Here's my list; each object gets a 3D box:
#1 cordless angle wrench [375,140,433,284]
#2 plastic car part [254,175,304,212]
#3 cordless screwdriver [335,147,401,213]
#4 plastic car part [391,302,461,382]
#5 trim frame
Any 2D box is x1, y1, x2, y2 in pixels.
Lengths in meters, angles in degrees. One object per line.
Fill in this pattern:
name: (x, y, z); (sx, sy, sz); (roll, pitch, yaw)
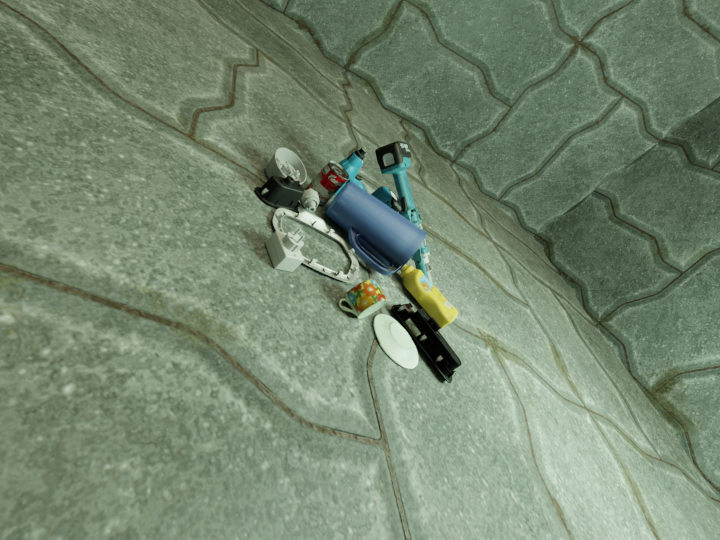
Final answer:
cordless angle wrench: (0.139, -0.145, 1.182); (0.095, 0.077, 0.423); (-15, 90, -61)
plastic car part: (-0.172, -0.181, 0.954); (0.111, 0.071, 0.069); (7, 44, -56)
cordless screwdriver: (0.025, -0.238, 1.218); (0.236, 0.161, 0.077); (30, 31, -32)
plastic car part: (0.156, 0.151, 0.950); (0.210, 0.068, 0.063); (58, 14, 19)
trim frame: (-0.092, -0.060, 0.942); (0.236, 0.028, 0.192); (23, 32, -33)
